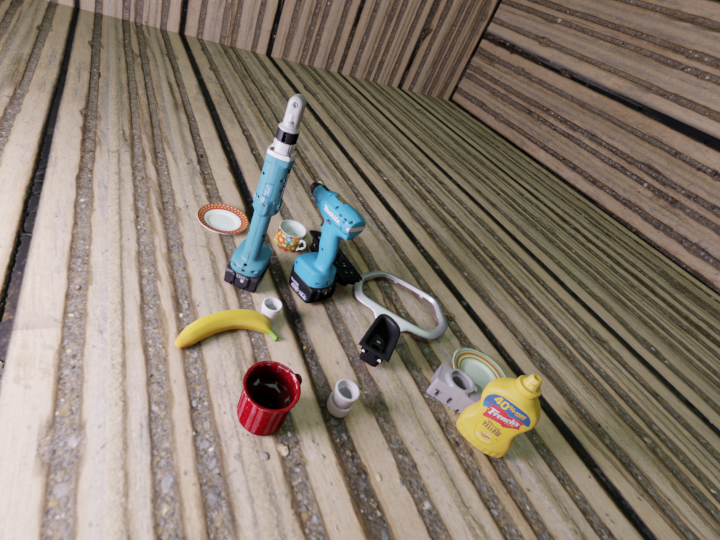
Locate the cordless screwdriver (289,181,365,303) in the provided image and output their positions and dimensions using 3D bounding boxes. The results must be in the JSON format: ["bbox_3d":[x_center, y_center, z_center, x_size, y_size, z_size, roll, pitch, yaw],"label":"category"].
[{"bbox_3d":[-0.090,-0.059,0.923,0.071,0.246,0.167,-10,47,-41],"label":"cordless screwdriver"}]

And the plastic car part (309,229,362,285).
[{"bbox_3d":[-0.073,-0.027,1.048,0.063,0.066,0.214,-2,41,-33],"label":"plastic car part"}]

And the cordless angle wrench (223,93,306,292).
[{"bbox_3d":[-0.181,-0.138,0.827,0.074,0.419,0.099,24,34,-4],"label":"cordless angle wrench"}]

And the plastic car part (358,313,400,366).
[{"bbox_3d":[0.035,0.151,0.864,0.067,0.070,0.115,30,35,8],"label":"plastic car part"}]

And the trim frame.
[{"bbox_3d":[0.097,0.079,1.032,0.254,0.027,0.182,29,35,10],"label":"trim frame"}]
